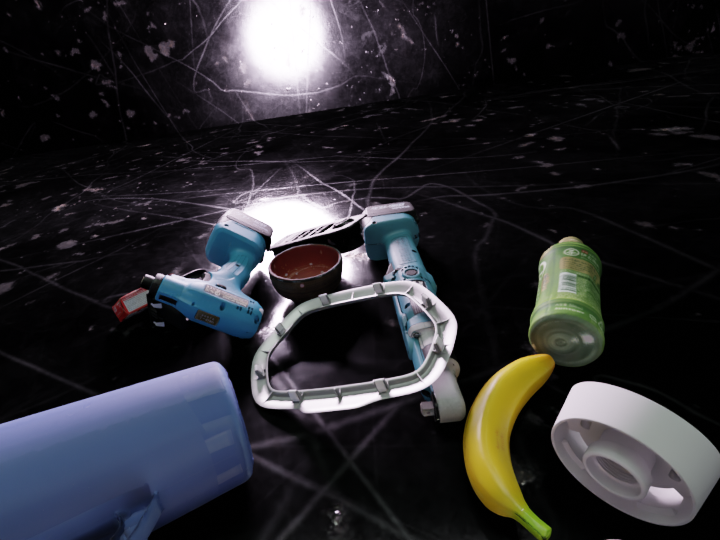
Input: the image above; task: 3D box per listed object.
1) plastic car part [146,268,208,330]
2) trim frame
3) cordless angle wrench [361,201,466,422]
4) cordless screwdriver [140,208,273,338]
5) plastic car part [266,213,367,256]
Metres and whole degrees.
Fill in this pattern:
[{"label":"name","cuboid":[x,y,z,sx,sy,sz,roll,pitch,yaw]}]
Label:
[{"label":"plastic car part","cuboid":[-0.253,0.047,0.642,0.074,0.064,0.114,28,39,26]},{"label":"trim frame","cuboid":[-0.018,0.081,0.481,0.255,0.026,0.188,-12,38,19]},{"label":"cordless angle wrench","cuboid":[0.068,0.024,0.575,0.098,0.072,0.436,-9,31,0]},{"label":"cordless screwdriver","cuboid":[-0.218,-0.011,0.643,0.155,0.074,0.256,22,27,-17]},{"label":"plastic car part","cuboid":[-0.070,-0.046,0.713,0.210,0.066,0.064,-16,10,42]}]
